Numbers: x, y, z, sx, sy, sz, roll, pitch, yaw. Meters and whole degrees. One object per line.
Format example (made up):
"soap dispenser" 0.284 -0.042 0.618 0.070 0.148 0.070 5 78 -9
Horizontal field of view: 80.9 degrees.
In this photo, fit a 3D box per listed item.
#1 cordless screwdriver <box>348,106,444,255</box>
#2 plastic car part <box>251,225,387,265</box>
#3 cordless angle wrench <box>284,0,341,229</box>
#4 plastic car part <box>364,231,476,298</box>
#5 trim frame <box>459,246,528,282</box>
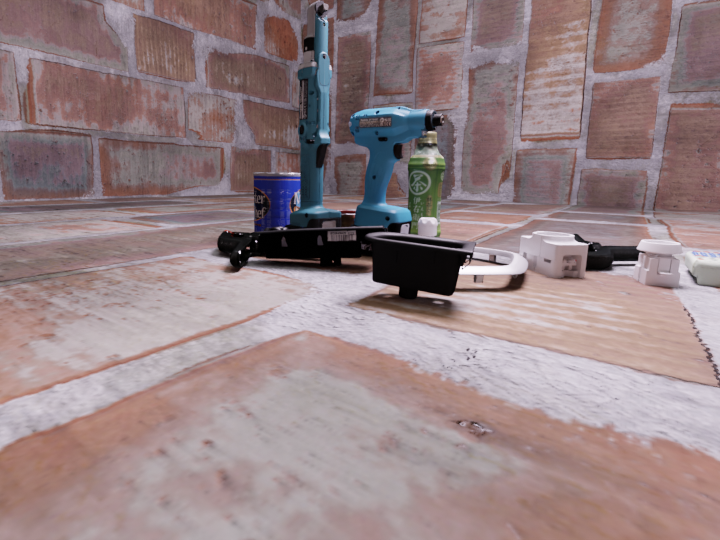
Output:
"cordless screwdriver" 0.056 -0.147 0.713 0.167 0.246 0.071 8 11 34
"plastic car part" -0.063 -0.041 0.640 0.206 0.066 0.066 3 11 10
"cordless angle wrench" -0.081 -0.245 0.748 0.071 0.419 0.103 -6 12 -39
"plastic car part" 0.063 -0.003 0.470 0.121 0.070 0.064 6 11 21
"trim frame" 0.144 -0.014 0.622 0.191 0.027 0.242 6 13 22
